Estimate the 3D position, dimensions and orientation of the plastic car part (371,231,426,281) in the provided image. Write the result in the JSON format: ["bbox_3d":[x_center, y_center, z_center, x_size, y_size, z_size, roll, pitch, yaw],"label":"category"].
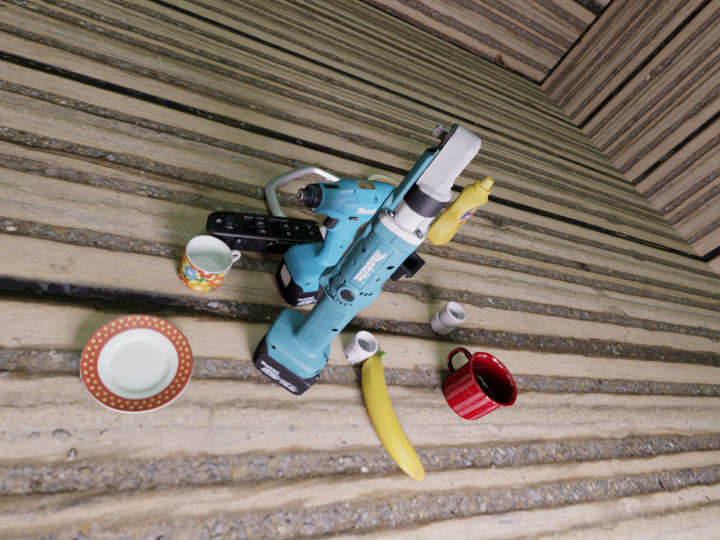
[{"bbox_3d":[0.057,-0.026,0.839,0.119,0.071,0.064,44,41,10],"label":"plastic car part"}]

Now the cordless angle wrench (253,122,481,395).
[{"bbox_3d":[-0.009,0.012,0.487,0.098,0.424,0.074,37,40,-3],"label":"cordless angle wrench"}]

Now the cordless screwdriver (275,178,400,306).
[{"bbox_3d":[-0.062,-0.041,0.639,0.152,0.249,0.077,-3,55,-38],"label":"cordless screwdriver"}]

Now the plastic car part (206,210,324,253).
[{"bbox_3d":[-0.169,-0.062,0.730,0.194,0.067,0.069,7,48,-28],"label":"plastic car part"}]

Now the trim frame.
[{"bbox_3d":[-0.094,-0.146,0.892,0.188,0.027,0.243,42,41,9],"label":"trim frame"}]
